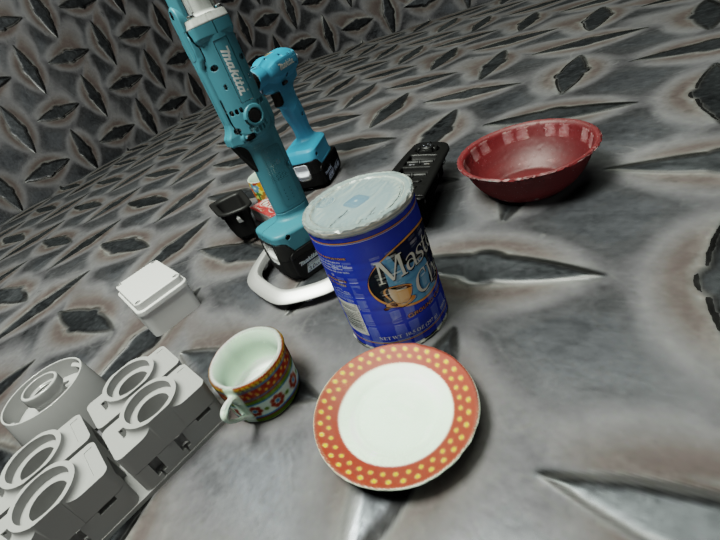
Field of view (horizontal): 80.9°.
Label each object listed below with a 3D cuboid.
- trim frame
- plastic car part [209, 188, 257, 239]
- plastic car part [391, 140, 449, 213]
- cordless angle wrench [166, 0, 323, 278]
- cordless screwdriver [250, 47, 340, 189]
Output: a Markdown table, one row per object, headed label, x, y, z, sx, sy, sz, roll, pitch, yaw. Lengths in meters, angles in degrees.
| label | x | y | z | sx | sy | sz | roll | pitch | yaw |
| --- | --- | --- | --- | --- | --- | --- | --- | --- | --- |
| trim frame | -0.058 | -0.038 | 0.597 | 0.191 | 0.026 | 0.250 | -6 | 37 | 27 |
| plastic car part | -0.210 | -0.089 | 0.730 | 0.065 | 0.068 | 0.123 | -31 | 32 | -13 |
| plastic car part | 0.085 | -0.130 | 0.601 | 0.069 | 0.064 | 0.203 | -4 | 37 | 28 |
| cordless angle wrench | -0.135 | -0.180 | 0.497 | 0.096 | 0.406 | 0.078 | -35 | 32 | -22 |
| cordless screwdriver | -0.126 | -0.260 | 0.763 | 0.077 | 0.238 | 0.160 | -5 | 34 | 27 |
